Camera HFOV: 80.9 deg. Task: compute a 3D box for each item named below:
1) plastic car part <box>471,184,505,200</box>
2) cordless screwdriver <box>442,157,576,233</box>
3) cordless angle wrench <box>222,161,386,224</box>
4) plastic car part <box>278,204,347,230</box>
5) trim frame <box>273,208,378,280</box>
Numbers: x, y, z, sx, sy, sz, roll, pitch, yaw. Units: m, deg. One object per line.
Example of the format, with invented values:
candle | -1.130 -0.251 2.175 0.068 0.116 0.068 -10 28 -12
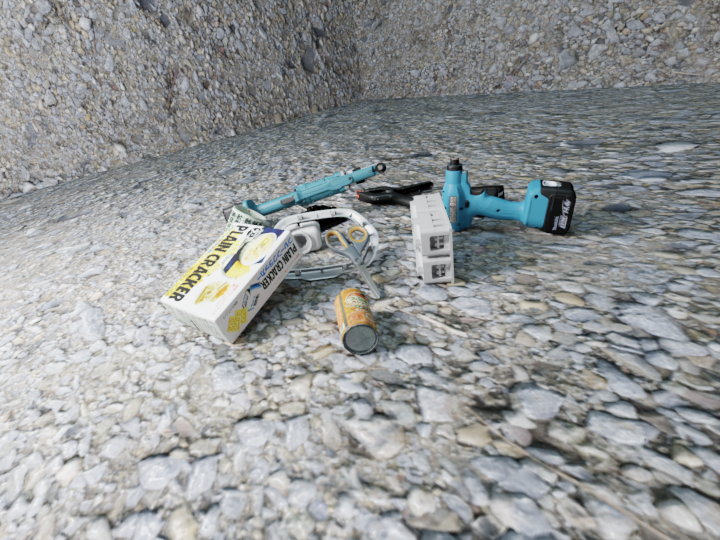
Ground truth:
plastic car part | 0.271 -0.154 0.987 0.121 0.063 0.071 2 42 28
cordless screwdriver | 0.296 -0.155 0.867 0.258 0.154 0.074 5 28 23
cordless angle wrench | -0.139 -0.191 1.064 0.429 0.073 0.097 -17 9 12
plastic car part | -0.127 -0.122 1.057 0.198 0.065 0.070 -30 40 -29
trim frame | -0.087 -0.057 0.886 0.250 0.026 0.190 -7 56 2
